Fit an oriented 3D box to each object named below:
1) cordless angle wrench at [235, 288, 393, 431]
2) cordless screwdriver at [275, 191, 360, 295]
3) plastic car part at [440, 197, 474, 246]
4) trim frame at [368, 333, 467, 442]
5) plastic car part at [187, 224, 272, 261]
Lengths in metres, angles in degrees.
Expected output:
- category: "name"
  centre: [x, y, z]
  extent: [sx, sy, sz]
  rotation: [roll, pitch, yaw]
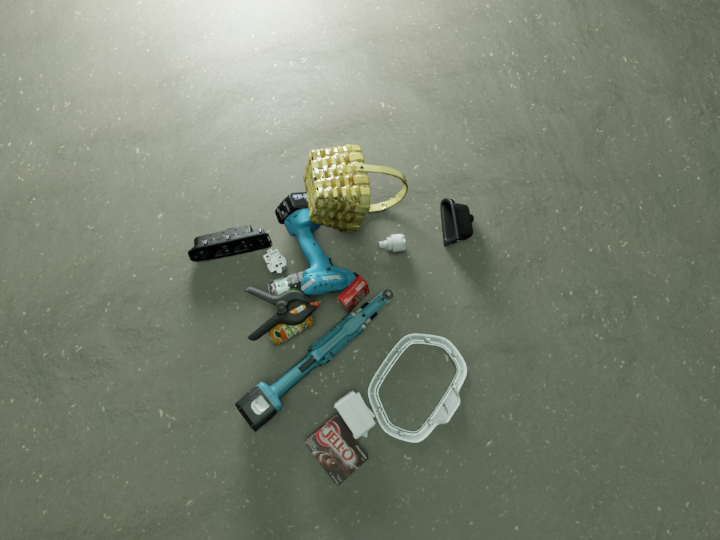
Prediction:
- category: "cordless angle wrench"
  centre: [-0.087, 0.183, 0.950]
  extent: [0.420, 0.097, 0.076]
  rotation: [-40, 82, -12]
- category: "cordless screwdriver"
  centre: [-0.098, -0.064, 0.999]
  extent: [0.152, 0.075, 0.256]
  rotation: [-5, 65, -42]
- category: "plastic car part"
  centre: [0.240, -0.120, 1.025]
  extent: [0.069, 0.066, 0.118]
  rotation: [4, 73, -15]
- category: "trim frame"
  centre: [0.130, 0.259, 0.949]
  extent: [0.187, 0.027, 0.248]
  rotation: [36, 78, 9]
- category: "plastic car part"
  centre: [-0.322, -0.071, 1.027]
  extent: [0.202, 0.064, 0.069]
  rotation: [-16, 69, -2]
